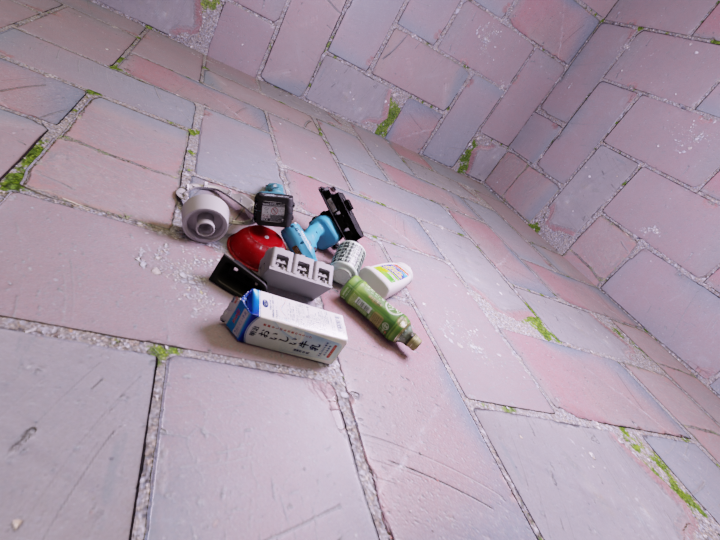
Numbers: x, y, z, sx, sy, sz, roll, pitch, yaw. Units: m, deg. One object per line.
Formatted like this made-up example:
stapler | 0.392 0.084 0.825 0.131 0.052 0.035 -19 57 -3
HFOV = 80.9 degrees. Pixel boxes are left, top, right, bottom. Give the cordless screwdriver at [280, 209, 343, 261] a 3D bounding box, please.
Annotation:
cordless screwdriver | -0.112 -0.073 1.149 0.158 0.076 0.245 58 25 -5

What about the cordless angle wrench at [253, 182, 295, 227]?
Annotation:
cordless angle wrench | -0.243 -0.206 1.187 0.096 0.073 0.436 3 18 -12

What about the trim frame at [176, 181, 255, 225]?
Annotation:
trim frame | -0.366 -0.178 1.104 0.261 0.027 0.177 32 28 30

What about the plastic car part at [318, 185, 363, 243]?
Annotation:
plastic car part | -0.047 -0.158 1.207 0.206 0.068 0.064 67 17 11

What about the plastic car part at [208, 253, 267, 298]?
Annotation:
plastic car part | -0.248 0.017 0.895 0.116 0.066 0.071 33 12 -3
